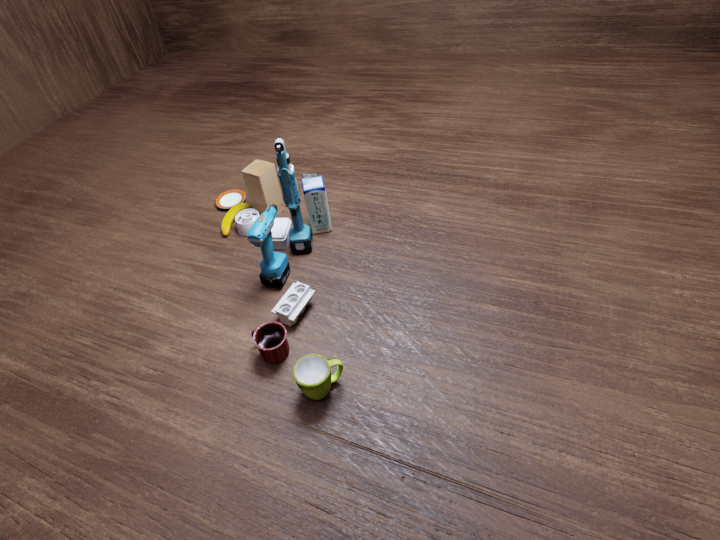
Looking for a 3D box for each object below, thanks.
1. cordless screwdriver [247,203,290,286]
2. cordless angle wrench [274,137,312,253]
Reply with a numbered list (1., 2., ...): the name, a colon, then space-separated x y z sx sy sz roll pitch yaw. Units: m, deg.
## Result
1. cordless screwdriver: -0.279 -0.076 1.330 0.076 0.239 0.161 7 46 13
2. cordless angle wrench: -0.220 -0.232 1.355 0.075 0.407 0.101 -4 45 2
